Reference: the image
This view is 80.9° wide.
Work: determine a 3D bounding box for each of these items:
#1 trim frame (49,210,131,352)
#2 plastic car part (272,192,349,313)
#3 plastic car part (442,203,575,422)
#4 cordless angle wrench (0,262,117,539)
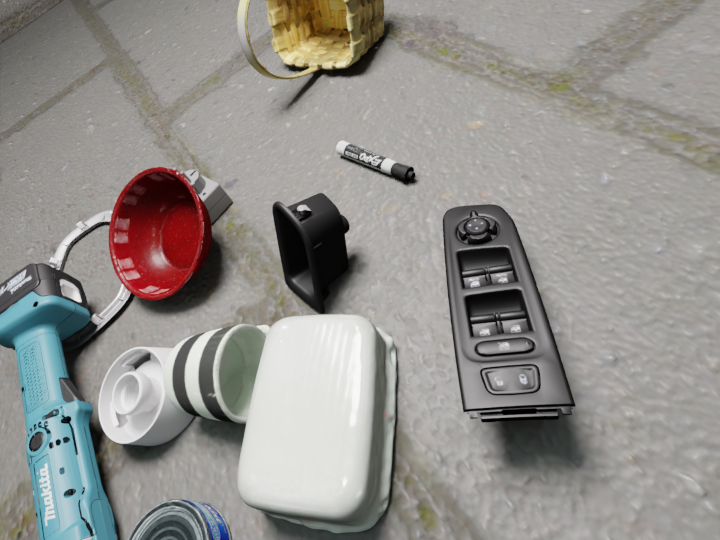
[{"bbox_3d":[-0.398,0.003,0.611,0.186,0.026,0.259,-23,53,9],"label":"trim frame"},{"bbox_3d":[-0.042,-0.028,0.431,0.069,0.113,0.070,-31,47,-31],"label":"plastic car part"},{"bbox_3d":[0.110,0.025,0.345,0.068,0.063,0.209,-16,49,20],"label":"plastic car part"},{"bbox_3d":[-0.297,0.169,0.419,0.098,0.071,0.445,-37,58,-3],"label":"cordless angle wrench"}]
